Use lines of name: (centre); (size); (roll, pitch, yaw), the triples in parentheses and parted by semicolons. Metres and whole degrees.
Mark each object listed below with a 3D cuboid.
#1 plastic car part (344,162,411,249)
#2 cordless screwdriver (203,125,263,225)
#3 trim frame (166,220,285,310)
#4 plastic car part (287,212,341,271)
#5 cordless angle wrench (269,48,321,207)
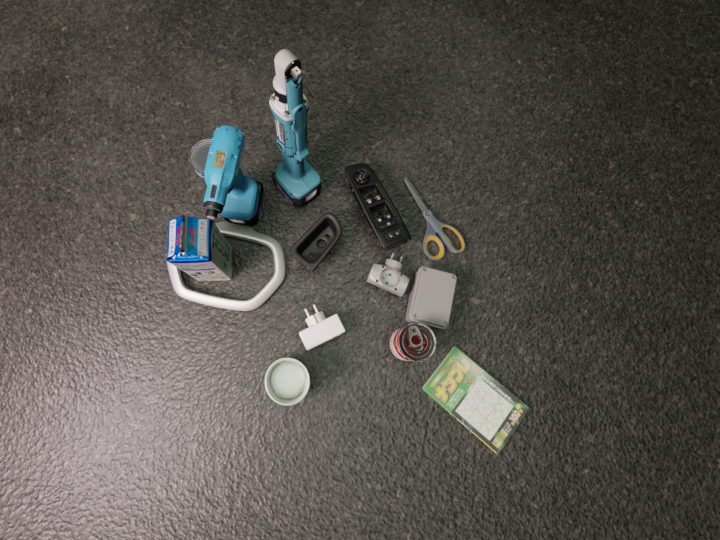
plastic car part: (0.030, -0.136, 0.891); (0.066, 0.066, 0.207); (-24, 77, -9)
cordless screwdriver: (-0.242, -0.141, 0.796); (0.074, 0.246, 0.161); (8, 77, -4)
trim frame: (-0.278, -0.015, 0.875); (0.249, 0.027, 0.186); (10, 75, 2)
plastic car part: (-0.085, -0.055, 0.866); (0.067, 0.070, 0.116); (39, 78, 6)
cordless angle wrench: (-0.117, -0.228, 0.732); (0.074, 0.419, 0.099); (-38, 84, -12)
